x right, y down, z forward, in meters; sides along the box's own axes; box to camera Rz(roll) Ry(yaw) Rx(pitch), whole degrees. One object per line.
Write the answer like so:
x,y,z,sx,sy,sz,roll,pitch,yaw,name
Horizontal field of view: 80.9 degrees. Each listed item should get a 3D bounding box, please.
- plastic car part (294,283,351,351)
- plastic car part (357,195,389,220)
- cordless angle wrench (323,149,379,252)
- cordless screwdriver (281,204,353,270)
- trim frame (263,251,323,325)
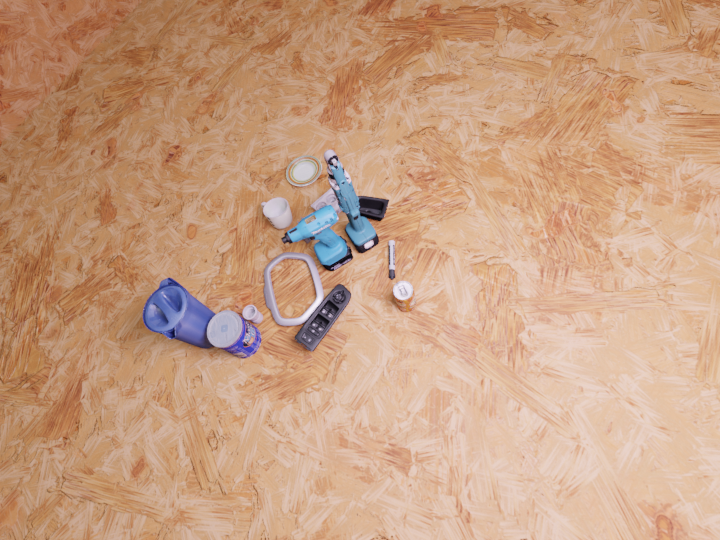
-0.094,0.132,1.180,0.069,0.064,0.202,29,76,25,plastic car part
0.028,-0.185,1.298,0.121,0.068,0.066,13,69,21,plastic car part
-0.031,-0.179,1.119,0.074,0.404,0.102,-31,63,-2,cordless angle wrench
-0.116,-0.076,1.190,0.159,0.238,0.078,-28,63,0,cordless screwdriver
-0.209,0.050,1.277,0.185,0.026,0.259,-23,60,5,trim frame
